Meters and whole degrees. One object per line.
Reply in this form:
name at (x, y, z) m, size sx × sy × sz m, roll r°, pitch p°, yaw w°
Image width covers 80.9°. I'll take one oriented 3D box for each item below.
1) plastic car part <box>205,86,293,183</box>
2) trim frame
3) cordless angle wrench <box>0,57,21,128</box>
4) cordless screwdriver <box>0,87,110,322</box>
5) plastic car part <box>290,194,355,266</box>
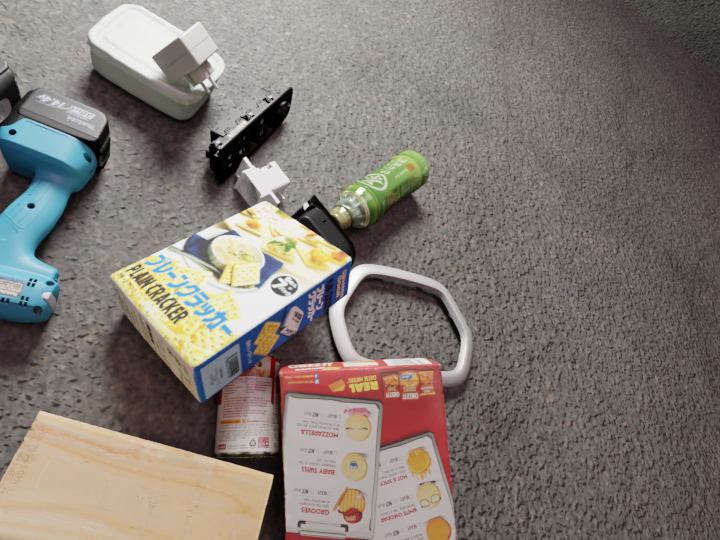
plastic car part at (-0.170, -0.217, 0.638) m, size 0.069 × 0.064 × 0.202 m, roll 25°, pitch 54°, yaw 14°
trim frame at (0.065, 0.084, 0.619) m, size 0.239 × 0.028 × 0.189 m, roll 13°, pitch 59°, yaw -23°
cordless angle wrench at (-0.497, -0.066, 0.379) m, size 0.096 × 0.075 × 0.427 m, roll 29°, pitch 57°, yaw -13°
cordless screwdriver at (-0.374, -0.078, 0.447) m, size 0.154 × 0.075 × 0.254 m, roll 15°, pitch 63°, yaw -21°
plastic car part at (-0.057, -0.037, 0.579) m, size 0.117 × 0.066 × 0.070 m, roll 50°, pitch 17°, yaw 1°
